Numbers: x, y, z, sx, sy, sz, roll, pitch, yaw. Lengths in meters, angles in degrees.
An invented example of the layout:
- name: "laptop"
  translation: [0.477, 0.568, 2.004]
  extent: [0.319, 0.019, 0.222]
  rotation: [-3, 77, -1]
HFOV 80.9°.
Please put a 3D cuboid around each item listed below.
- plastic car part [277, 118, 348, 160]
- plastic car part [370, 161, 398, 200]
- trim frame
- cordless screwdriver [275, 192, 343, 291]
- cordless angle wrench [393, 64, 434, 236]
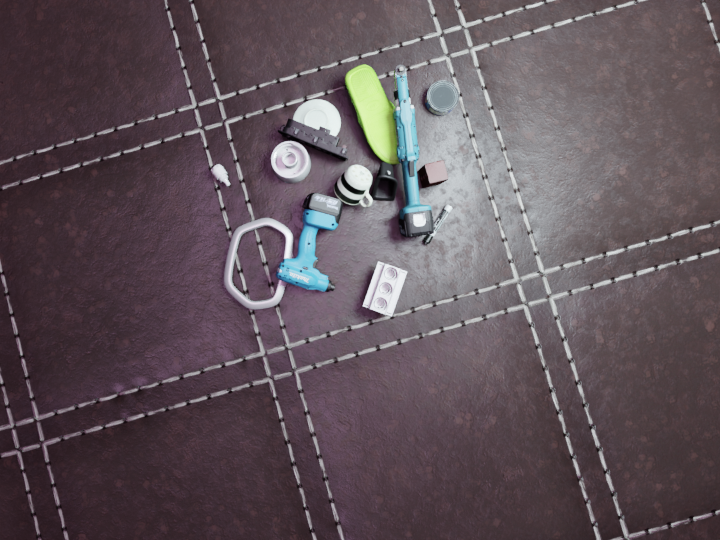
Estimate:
- name: "plastic car part"
  translation: [-0.121, -0.350, 1.116]
  extent: [0.203, 0.067, 0.066]
  rotation: [18, 104, 0]
- name: "plastic car part"
  translation: [0.064, -0.239, 1.102]
  extent: [0.066, 0.114, 0.072]
  rotation: [3, 66, -3]
- name: "trim frame"
  translation: [-0.269, -0.019, 1.136]
  extent: [0.185, 0.027, 0.249]
  rotation: [10, 86, 3]
- name: "cordless screwdriver"
  translation: [-0.108, -0.071, 1.109]
  extent: [0.155, 0.076, 0.248]
  rotation: [20, 90, -14]
- name: "cordless angle wrench"
  translation: [0.121, -0.299, 1.071]
  extent: [0.074, 0.099, 0.419]
  rotation: [-7, 97, -2]
